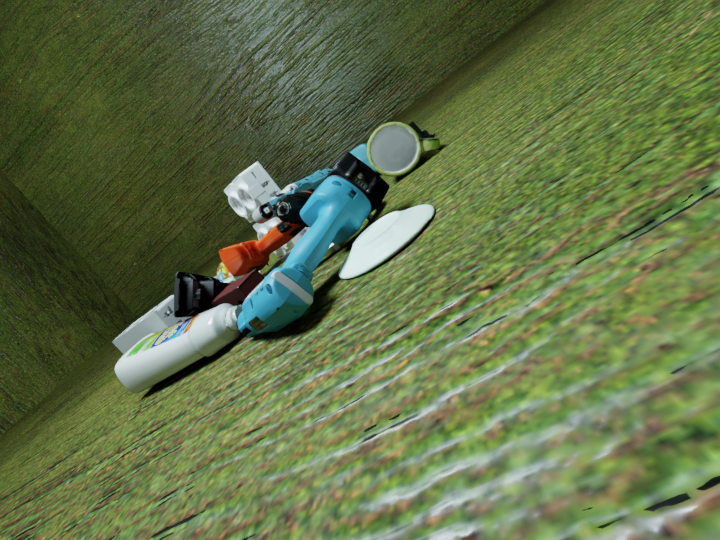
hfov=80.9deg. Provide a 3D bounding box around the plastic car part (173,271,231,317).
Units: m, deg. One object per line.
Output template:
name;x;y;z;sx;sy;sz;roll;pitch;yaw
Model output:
plastic car part;-0.244;0.038;0.702;0.067;0.067;0.202;-8;-4;-4

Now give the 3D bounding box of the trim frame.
trim frame;-0.068;-0.044;0.691;0.250;0.027;0.187;-37;17;12

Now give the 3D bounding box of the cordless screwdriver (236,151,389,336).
cordless screwdriver;-0.066;-0.027;0.528;0.162;0.073;0.249;-36;20;52

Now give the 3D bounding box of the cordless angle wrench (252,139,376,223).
cordless angle wrench;-0.074;-0.178;0.860;0.101;0.074;0.415;-26;10;40

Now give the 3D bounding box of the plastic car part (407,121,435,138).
plastic car part;0.093;-0.274;0.893;0.115;0.070;0.068;-45;13;-36
